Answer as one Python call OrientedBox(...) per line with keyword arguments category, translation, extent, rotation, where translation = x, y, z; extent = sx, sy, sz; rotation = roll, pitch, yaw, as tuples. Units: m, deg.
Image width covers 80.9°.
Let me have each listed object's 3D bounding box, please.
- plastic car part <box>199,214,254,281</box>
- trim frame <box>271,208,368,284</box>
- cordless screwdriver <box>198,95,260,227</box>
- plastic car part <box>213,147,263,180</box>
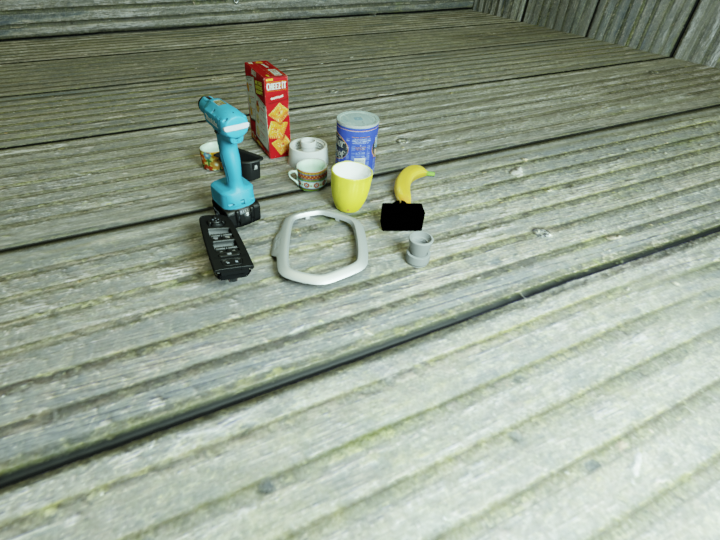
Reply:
OrientedBox(category="plastic car part", translation=(-0.248, -0.040, 0.769), extent=(0.065, 0.065, 0.214), rotation=(-15, 42, -21))
OrientedBox(category="trim frame", translation=(-0.080, -0.052, 0.817), extent=(0.184, 0.027, 0.257), rotation=(-2, 39, -3))
OrientedBox(category="cordless screwdriver", translation=(-0.270, -0.217, 0.846), extent=(0.072, 0.241, 0.168), rotation=(-22, 45, -30))
OrientedBox(category="plastic car part", translation=(-0.287, -0.249, 1.020), extent=(0.122, 0.069, 0.065), rotation=(25, 44, 26))
